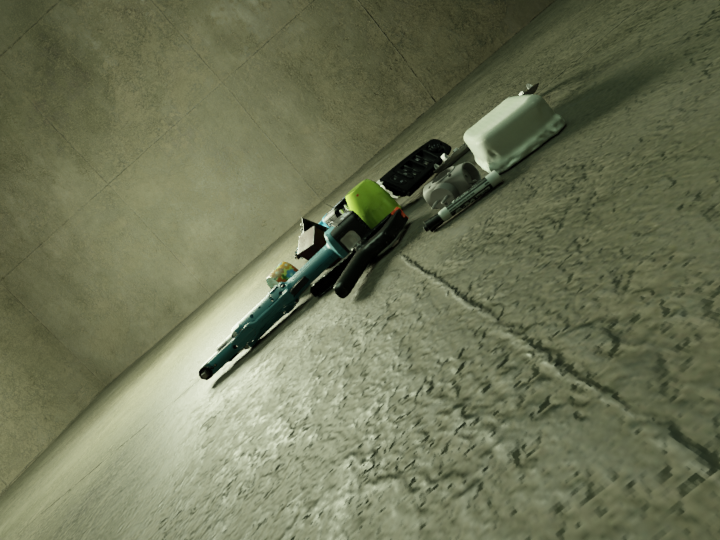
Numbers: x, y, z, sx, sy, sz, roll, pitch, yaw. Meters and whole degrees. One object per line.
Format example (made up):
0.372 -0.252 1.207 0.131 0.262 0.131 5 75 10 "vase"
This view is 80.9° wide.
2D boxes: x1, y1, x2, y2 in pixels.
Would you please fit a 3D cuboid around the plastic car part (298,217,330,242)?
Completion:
-0.095 -0.062 0.971 0.071 0.112 0.068 -52 29 31 "plastic car part"

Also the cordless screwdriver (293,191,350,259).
-0.091 -0.109 1.150 0.158 0.073 0.254 -48 11 -29 "cordless screwdriver"

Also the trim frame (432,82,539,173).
0.235 -0.270 0.809 0.249 0.028 0.182 -41 -1 7 "trim frame"

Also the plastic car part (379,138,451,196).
0.125 -0.211 0.892 0.201 0.070 0.064 -46 -35 -27 "plastic car part"

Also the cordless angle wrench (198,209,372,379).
-0.149 0.054 0.809 0.423 0.073 0.100 -43 11 -1 "cordless angle wrench"
